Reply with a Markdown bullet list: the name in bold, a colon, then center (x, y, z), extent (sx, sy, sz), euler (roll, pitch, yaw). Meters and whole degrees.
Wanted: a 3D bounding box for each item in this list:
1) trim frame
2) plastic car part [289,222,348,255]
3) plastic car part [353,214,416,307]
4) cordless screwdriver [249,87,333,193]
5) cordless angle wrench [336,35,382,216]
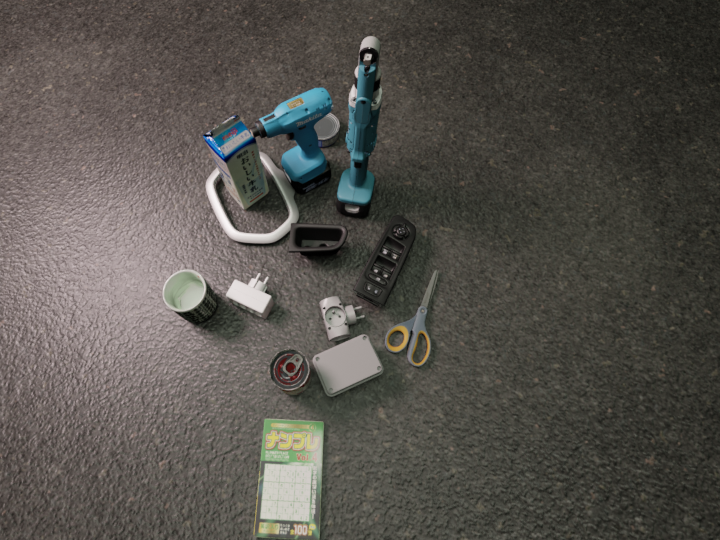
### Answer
- **trim frame**: center (-0.240, -0.166, 0.948), extent (0.182, 0.027, 0.257), euler (-27, 68, -10)
- **plastic car part**: center (-0.085, -0.056, 0.871), extent (0.117, 0.069, 0.067), euler (1, 67, 1)
- **plastic car part**: center (0.054, -0.019, 0.853), extent (0.068, 0.065, 0.203), euler (24, 69, 9)
- **cordless screwdriver**: center (-0.135, -0.248, 0.863), extent (0.157, 0.243, 0.077), euler (-29, 73, -13)
- **cordless angle wrench**: center (0.001, -0.235, 0.761), extent (0.075, 0.414, 0.099), euler (12, 68, 1)
